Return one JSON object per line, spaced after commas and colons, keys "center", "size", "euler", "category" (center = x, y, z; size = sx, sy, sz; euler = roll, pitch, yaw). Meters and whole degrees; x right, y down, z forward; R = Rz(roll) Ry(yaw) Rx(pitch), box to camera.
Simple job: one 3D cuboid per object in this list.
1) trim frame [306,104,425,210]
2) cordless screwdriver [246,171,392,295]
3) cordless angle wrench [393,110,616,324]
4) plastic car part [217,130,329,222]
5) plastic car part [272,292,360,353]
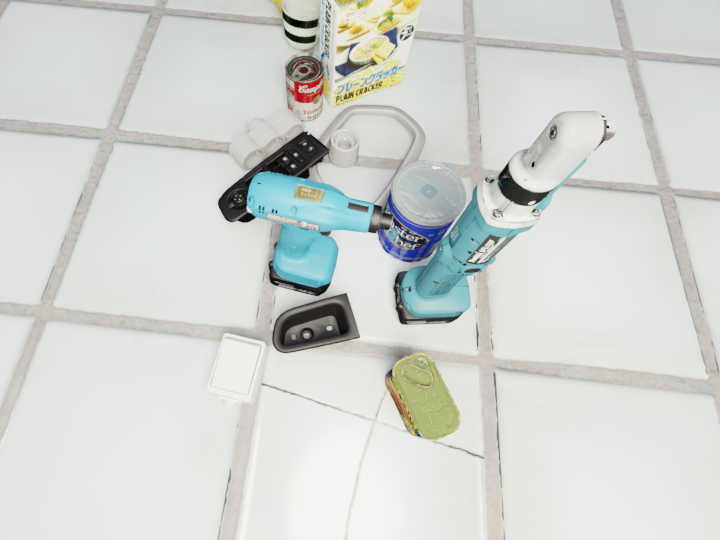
{"center": [0.012, -0.200, 0.749], "size": [0.188, 0.027, 0.248], "euler": [28, 69, 10], "category": "trim frame"}
{"center": [-0.055, -0.036, 0.559], "size": [0.160, 0.244, 0.075], "euler": [14, 68, 1], "category": "cordless screwdriver"}
{"center": [0.119, -0.024, 0.464], "size": [0.097, 0.416, 0.076], "euler": [-1, 69, -7], "category": "cordless angle wrench"}
{"center": [-0.147, -0.147, 0.701], "size": [0.201, 0.066, 0.068], "euler": [-40, 76, -16], "category": "plastic car part"}
{"center": [-0.068, 0.084, 0.601], "size": [0.115, 0.069, 0.068], "euler": [-14, 70, -8], "category": "plastic car part"}
